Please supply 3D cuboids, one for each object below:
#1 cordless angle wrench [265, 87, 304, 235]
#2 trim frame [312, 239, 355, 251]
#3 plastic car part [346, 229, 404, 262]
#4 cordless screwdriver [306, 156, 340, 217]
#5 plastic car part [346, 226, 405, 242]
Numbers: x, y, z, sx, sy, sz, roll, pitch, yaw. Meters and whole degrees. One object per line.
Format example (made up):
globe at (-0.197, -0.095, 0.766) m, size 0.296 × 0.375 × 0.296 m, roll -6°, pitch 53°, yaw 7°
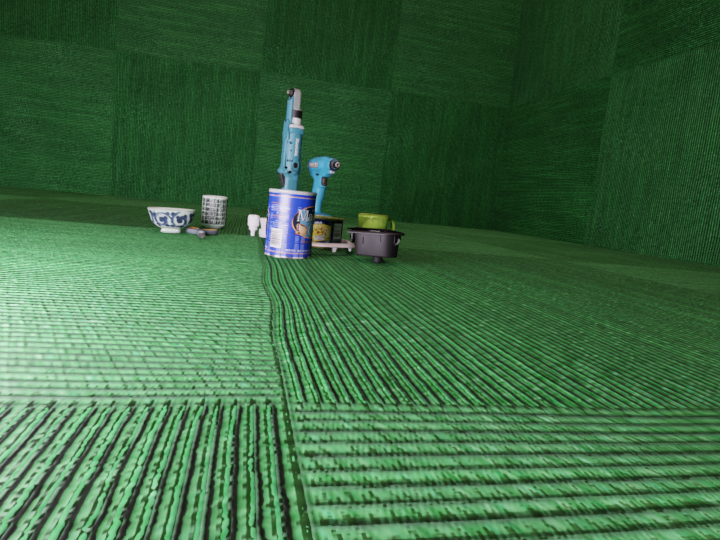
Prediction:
cordless angle wrench at (-0.200, -0.296, 1.197) m, size 0.093 × 0.420 × 0.078 m, roll 1°, pitch 8°, yaw -39°
trim frame at (-0.106, -0.069, 1.086) m, size 0.184 × 0.027 × 0.251 m, roll 5°, pitch 9°, yaw -3°
plastic car part at (0.033, -0.053, 0.935) m, size 0.122 × 0.070 × 0.063 m, roll 10°, pitch 9°, yaw 28°
cordless screwdriver at (-0.112, -0.204, 1.224) m, size 0.071 × 0.247 × 0.167 m, roll 2°, pitch 8°, yaw -30°
plastic car part at (0.033, -0.092, 1.185) m, size 0.063 × 0.066 × 0.213 m, roll 1°, pitch 10°, yaw -33°
